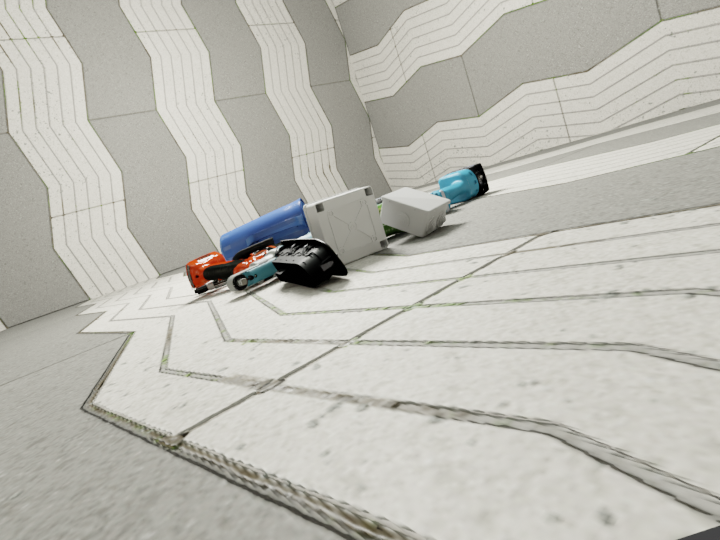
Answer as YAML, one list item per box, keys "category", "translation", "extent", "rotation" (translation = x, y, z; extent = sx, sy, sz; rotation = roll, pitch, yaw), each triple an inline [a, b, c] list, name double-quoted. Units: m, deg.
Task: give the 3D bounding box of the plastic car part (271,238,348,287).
- category: "plastic car part"
  translation: [-0.087, -0.010, 0.617]
  extent: [0.066, 0.065, 0.211]
  rotation: [-33, 15, -25]

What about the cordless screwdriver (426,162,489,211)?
- category: "cordless screwdriver"
  translation: [0.188, -0.180, 1.016]
  extent: [0.166, 0.073, 0.242]
  rotation: [-8, 18, 48]

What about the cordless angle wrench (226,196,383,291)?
- category: "cordless angle wrench"
  translation: [-0.080, -0.052, 0.821]
  extent: [0.102, 0.073, 0.411]
  rotation: [-10, 15, 47]

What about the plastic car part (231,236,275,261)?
- category: "plastic car part"
  translation: [-0.247, -0.025, 1.011]
  extent: [0.117, 0.067, 0.069]
  rotation: [-21, -8, 4]
